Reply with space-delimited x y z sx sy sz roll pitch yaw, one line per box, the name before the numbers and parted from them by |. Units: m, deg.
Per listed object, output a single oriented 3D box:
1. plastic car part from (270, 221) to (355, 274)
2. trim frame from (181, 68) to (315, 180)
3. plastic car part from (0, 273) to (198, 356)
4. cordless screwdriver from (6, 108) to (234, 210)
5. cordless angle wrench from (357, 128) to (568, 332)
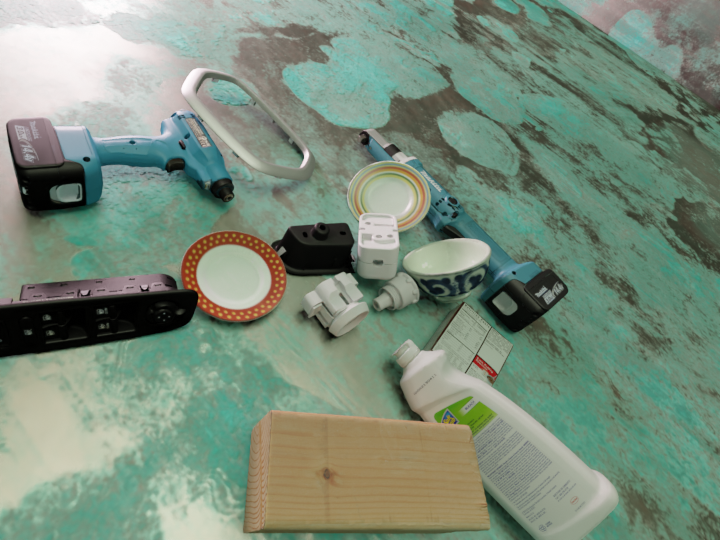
plastic car part | -0.056 -0.037 0.572 0.112 0.071 0.069 -2 56 -29
trim frame | -0.171 -0.230 0.667 0.250 0.028 0.182 43 36 2
plastic car part | -0.273 0.039 0.435 0.196 0.065 0.070 -3 32 -23
cordless screwdriver | -0.294 -0.132 0.544 0.240 0.074 0.165 -22 67 -38
cordless angle wrench | 0.139 -0.096 0.701 0.095 0.074 0.439 -24 65 -36
